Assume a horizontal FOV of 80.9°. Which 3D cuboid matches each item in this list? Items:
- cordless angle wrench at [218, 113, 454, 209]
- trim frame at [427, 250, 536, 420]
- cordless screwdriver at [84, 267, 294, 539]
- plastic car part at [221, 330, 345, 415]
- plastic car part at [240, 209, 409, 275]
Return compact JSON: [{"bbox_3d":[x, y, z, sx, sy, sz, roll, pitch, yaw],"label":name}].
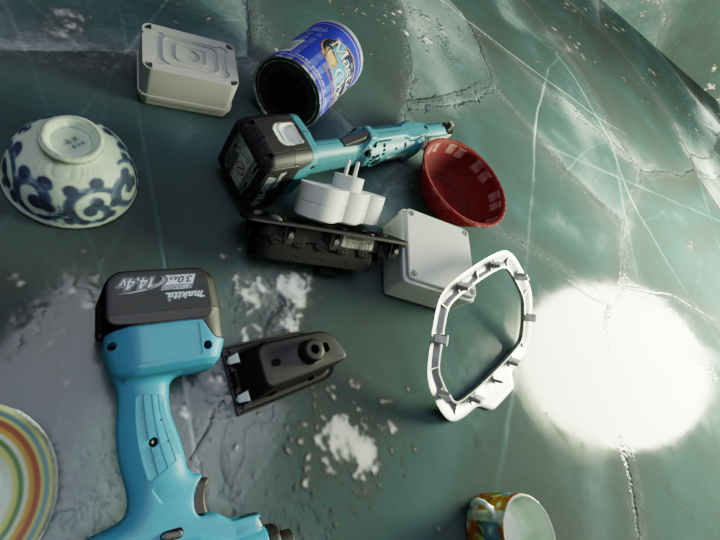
[{"bbox_3d":[0.007,-0.177,0.600,0.409,0.099,0.076,-24,79,-42],"label":"cordless angle wrench"},{"bbox_3d":[0.161,0.078,0.530,0.241,0.029,0.180,-25,109,-40],"label":"trim frame"},{"bbox_3d":[-0.140,0.125,0.345,0.153,0.075,0.255,2,66,-28],"label":"cordless screwdriver"},{"bbox_3d":[-0.065,0.086,0.410,0.112,0.072,0.067,-11,73,-31],"label":"plastic car part"},{"bbox_3d":[-0.048,-0.032,0.496,0.194,0.066,0.069,12,15,-27],"label":"plastic car part"}]
